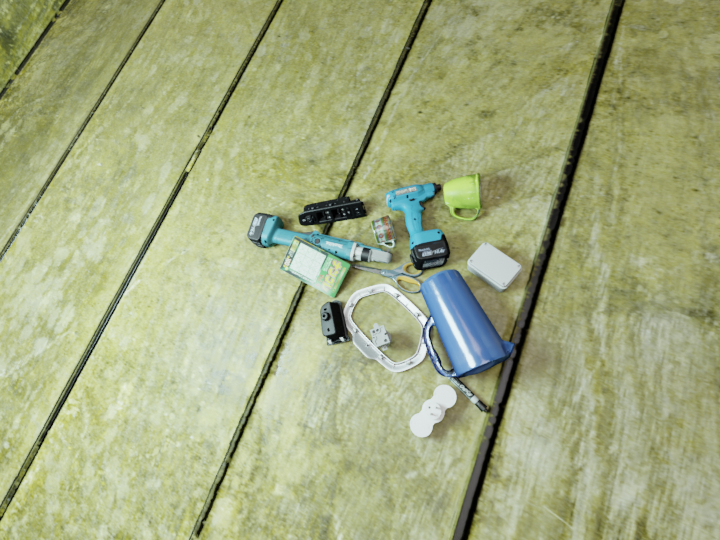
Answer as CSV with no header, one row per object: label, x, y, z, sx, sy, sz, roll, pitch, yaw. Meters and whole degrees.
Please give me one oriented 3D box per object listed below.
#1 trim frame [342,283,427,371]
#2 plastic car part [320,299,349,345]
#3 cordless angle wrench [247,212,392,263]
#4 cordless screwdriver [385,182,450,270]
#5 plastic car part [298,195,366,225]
trim frame,0.066,0.145,1.109,0.184,0.026,0.259,-45,68,-3
plastic car part,-0.080,0.133,1.124,0.067,0.067,0.119,-18,70,19
cordless angle wrench,-0.119,-0.078,1.217,0.437,0.071,0.099,13,75,17
cordless screwdriver,0.179,-0.132,1.156,0.159,0.072,0.258,-16,63,-2
plastic car part,-0.090,-0.181,1.251,0.206,0.063,0.069,-12,59,10
